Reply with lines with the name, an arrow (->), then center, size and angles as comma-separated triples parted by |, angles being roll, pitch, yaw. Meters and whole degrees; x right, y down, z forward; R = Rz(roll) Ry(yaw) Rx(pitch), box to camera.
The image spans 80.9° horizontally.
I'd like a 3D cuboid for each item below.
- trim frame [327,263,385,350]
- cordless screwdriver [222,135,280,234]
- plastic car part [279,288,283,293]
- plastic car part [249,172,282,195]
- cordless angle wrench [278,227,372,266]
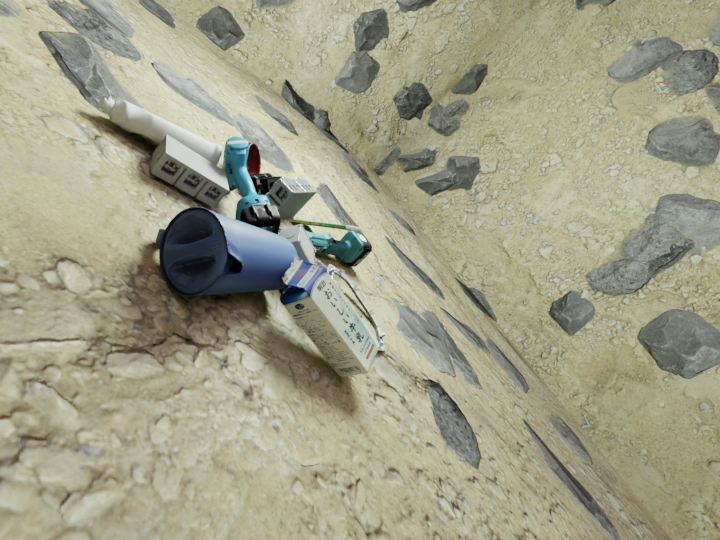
trim frame -> -0.007, 0.087, 1.043 | 0.252, 0.028, 0.180 | 58, 13, 6
cordless screwdriver -> -0.262, -0.163, 0.960 | 0.072, 0.158, 0.258 | -10, 61, -28
plastic car part -> -0.128, 0.041, 0.890 | 0.122, 0.066, 0.067 | 51, 3, 27
plastic car part -> -0.261, -0.244, 1.191 | 0.204, 0.068, 0.065 | -75, 155, -75
cordless angle wrench -> -0.112, -0.073, 1.147 | 0.077, 0.099, 0.403 | 54, 24, 23
